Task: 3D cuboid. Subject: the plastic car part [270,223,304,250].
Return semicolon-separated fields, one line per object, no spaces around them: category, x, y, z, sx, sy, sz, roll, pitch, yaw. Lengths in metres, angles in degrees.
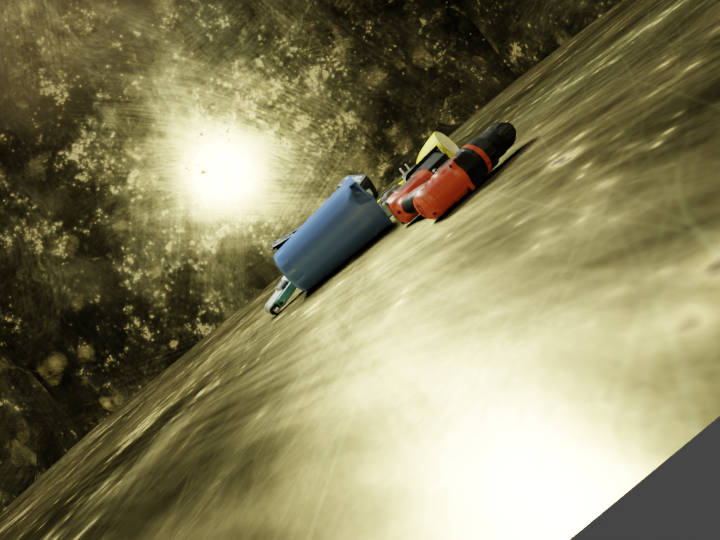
plastic car part;-0.108;-0.089;0.968;0.202;0.066;0.067;-36;6;-4

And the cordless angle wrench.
cordless angle wrench;-0.101;-0.066;1.030;0.103;0.070;0.422;8;56;44

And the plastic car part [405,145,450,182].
plastic car part;0.173;-0.238;1.006;0.116;0.064;0.073;-44;20;-8

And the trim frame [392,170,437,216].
trim frame;0.158;-0.184;0.869;0.255;0.027;0.182;-27;16;50
